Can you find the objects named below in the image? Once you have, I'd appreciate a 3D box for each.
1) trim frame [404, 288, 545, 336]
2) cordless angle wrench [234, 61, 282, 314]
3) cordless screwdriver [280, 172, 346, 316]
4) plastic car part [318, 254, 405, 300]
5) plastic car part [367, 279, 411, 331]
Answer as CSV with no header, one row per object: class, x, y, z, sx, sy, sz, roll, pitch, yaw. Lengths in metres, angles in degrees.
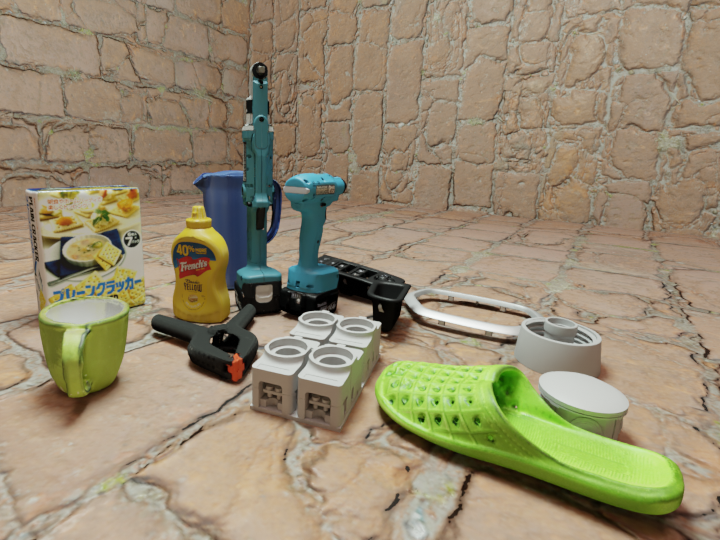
trim frame,0.200,0.072,0.757,0.259,0.027,0.179,8,16,23
cordless angle wrench,-0.179,-0.136,0.737,0.072,0.418,0.102,-2,13,-24
cordless screwdriver,-0.074,-0.048,0.754,0.078,0.245,0.154,9,14,27
plastic car part,-0.012,0.020,0.851,0.213,0.066,0.064,12,16,33
plastic car part,0.043,0.062,0.695,0.068,0.070,0.115,5,14,12
